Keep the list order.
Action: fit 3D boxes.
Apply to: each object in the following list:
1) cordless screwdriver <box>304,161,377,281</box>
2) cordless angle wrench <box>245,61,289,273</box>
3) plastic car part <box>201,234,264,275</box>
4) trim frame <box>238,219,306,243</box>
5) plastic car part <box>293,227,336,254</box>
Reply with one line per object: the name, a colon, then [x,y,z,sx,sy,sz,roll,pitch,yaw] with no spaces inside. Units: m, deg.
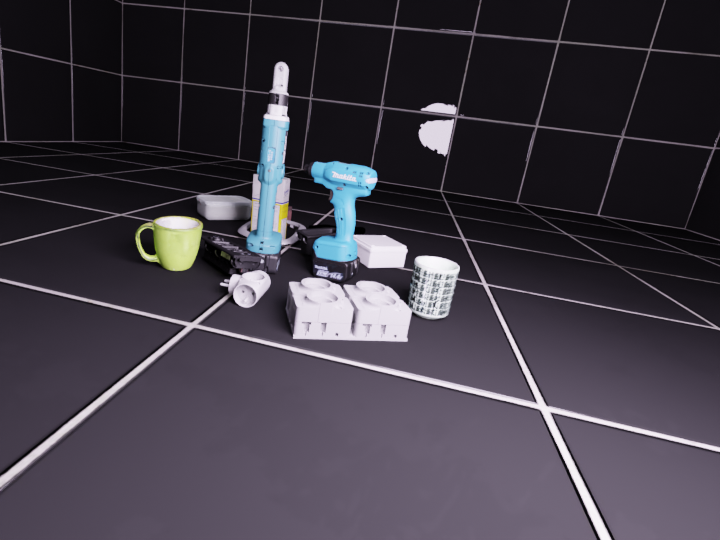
cordless screwdriver: [-0.062,-0.109,0.911,0.166,0.245,0.072,16,17,23]
cordless angle wrench: [-0.185,-0.205,0.874,0.074,0.417,0.100,8,16,-5]
plastic car part: [-0.274,-0.031,0.873,0.063,0.066,0.215,-5,22,-39]
trim frame: [-0.242,-0.111,1.199,0.186,0.027,0.250,9,18,3]
plastic car part: [-0.103,-0.067,1.052,0.111,0.070,0.070,-4,21,-35]
